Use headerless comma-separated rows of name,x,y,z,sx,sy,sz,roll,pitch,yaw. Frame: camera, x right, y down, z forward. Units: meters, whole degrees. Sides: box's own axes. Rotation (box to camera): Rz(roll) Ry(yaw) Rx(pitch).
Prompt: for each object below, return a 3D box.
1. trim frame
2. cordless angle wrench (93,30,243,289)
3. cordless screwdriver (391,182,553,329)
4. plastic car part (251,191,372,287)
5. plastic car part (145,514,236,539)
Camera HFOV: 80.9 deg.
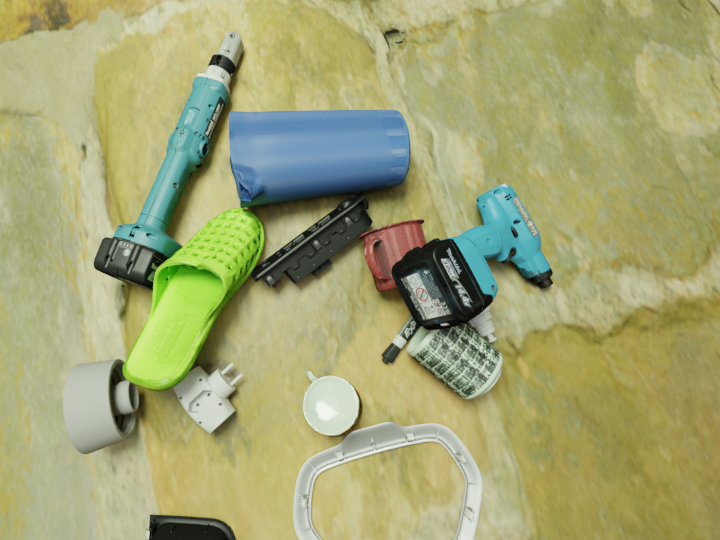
trim frame,0.036,0.294,0.540,0.248,0.027,0.188,-14,76,-1
cordless angle wrench,-0.253,-0.182,0.623,0.075,0.096,0.426,14,74,3
cordless screwdriver,0.162,-0.004,0.543,0.243,0.076,0.159,-33,92,-38
plastic car part,-0.059,-0.038,0.600,0.202,0.067,0.066,-42,97,-8
plastic car part,-0.211,0.342,0.507,0.117,0.070,0.067,0,80,2
